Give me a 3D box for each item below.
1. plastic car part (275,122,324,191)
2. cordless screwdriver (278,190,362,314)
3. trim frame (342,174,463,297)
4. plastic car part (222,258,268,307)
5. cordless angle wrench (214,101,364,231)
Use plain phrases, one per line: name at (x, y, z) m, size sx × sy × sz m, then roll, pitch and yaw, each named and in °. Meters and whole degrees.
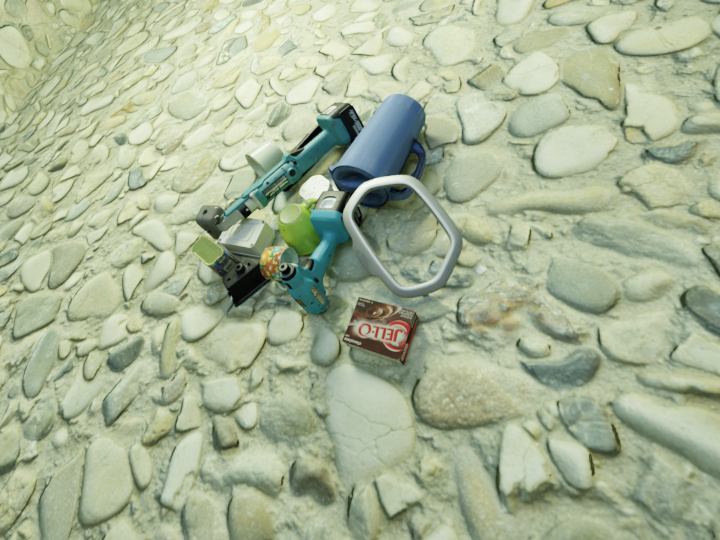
plastic car part at (-0.152, -0.290, 1.070) m, size 0.071 × 0.063 × 0.202 m, roll 26°, pitch 74°, yaw 44°
cordless screwdriver at (-0.082, -0.053, 0.834) m, size 0.077 × 0.151 × 0.251 m, roll 5°, pitch 61°, yaw 26°
trim frame at (0.073, -0.068, 0.795) m, size 0.185 × 0.027 × 0.255 m, roll -37°, pitch 76°, yaw 8°
plastic car part at (-0.256, 0.013, 0.928) m, size 0.117 × 0.067 × 0.069 m, roll -38°, pitch 54°, yaw 3°
cordless angle wrench at (-0.171, -0.236, 0.999) m, size 0.421 × 0.093 × 0.078 m, roll -44°, pitch 35°, yaw -11°
